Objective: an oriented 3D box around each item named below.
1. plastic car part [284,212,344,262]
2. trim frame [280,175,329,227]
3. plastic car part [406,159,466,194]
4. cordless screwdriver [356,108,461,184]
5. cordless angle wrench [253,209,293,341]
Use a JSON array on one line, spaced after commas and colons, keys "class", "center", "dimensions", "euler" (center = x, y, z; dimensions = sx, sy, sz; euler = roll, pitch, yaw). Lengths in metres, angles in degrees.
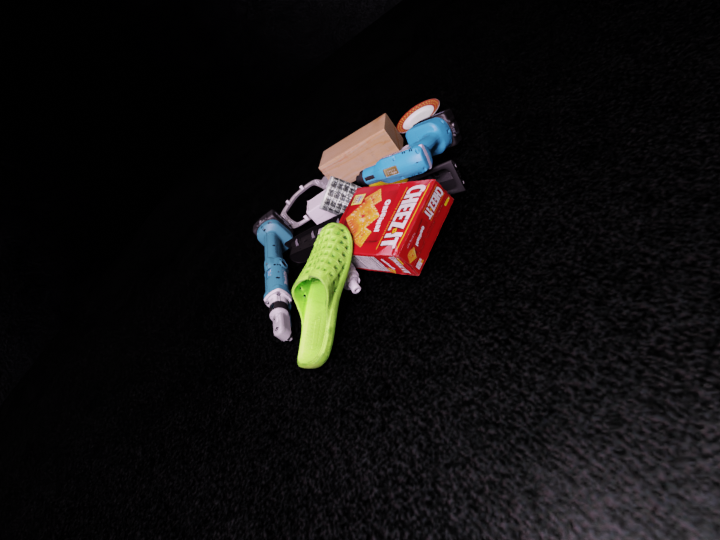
[{"class": "plastic car part", "center": [-0.094, -0.061, 0.961], "dimensions": [0.210, 0.063, 0.068], "euler": [-15, 57, 40]}, {"class": "trim frame", "center": [-0.157, -0.204, 1.236], "dimensions": [0.184, 0.026, 0.260], "euler": [-44, 30, -2]}, {"class": "plastic car part", "center": [0.149, -0.181, 0.837], "dimensions": [0.121, 0.064, 0.070], "euler": [-13, 25, 41]}, {"class": "cordless screwdriver", "center": [0.104, -0.249, 0.881], "dimensions": [0.166, 0.072, 0.246], "euler": [-10, 26, 39]}, {"class": "cordless angle wrench", "center": [-0.194, 0.001, 0.980], "dimensions": [0.075, 0.093, 0.441], "euler": [-39, 34, 14]}]
